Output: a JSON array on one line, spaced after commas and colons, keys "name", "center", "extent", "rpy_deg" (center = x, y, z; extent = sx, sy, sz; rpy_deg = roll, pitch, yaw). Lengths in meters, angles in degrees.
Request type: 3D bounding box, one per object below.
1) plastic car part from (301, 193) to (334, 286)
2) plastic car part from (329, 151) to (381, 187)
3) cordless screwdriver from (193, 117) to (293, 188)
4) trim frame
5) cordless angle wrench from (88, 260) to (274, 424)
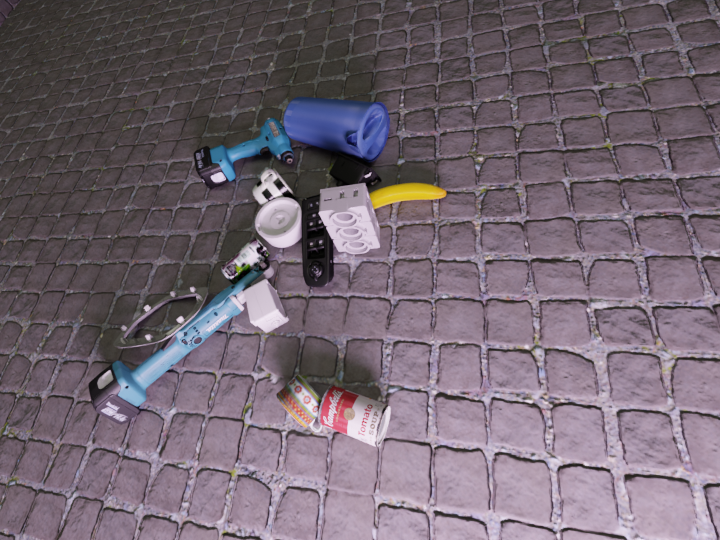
[{"name": "plastic car part", "center": [-0.086, -0.056, 0.883], "extent": [0.068, 0.064, 0.208], "rpy_deg": [-9, 65, 16]}, {"name": "plastic car part", "center": [-0.023, -0.216, 0.967], "extent": [0.123, 0.062, 0.071], "rpy_deg": [31, 89, 33]}, {"name": "cordless screwdriver", "center": [-0.297, -0.290, 1.091], "extent": [0.248, 0.071, 0.167], "rpy_deg": [-26, 57, -1]}, {"name": "trim frame", "center": [-0.415, 0.097, 0.874], "extent": [0.258, 0.026, 0.184], "rpy_deg": [-9, 34, 34]}, {"name": "cordless angle wrench", "center": [-0.345, 0.128, 0.865], "extent": [0.420, 0.093, 0.079], "rpy_deg": [-41, 46, -12]}]
